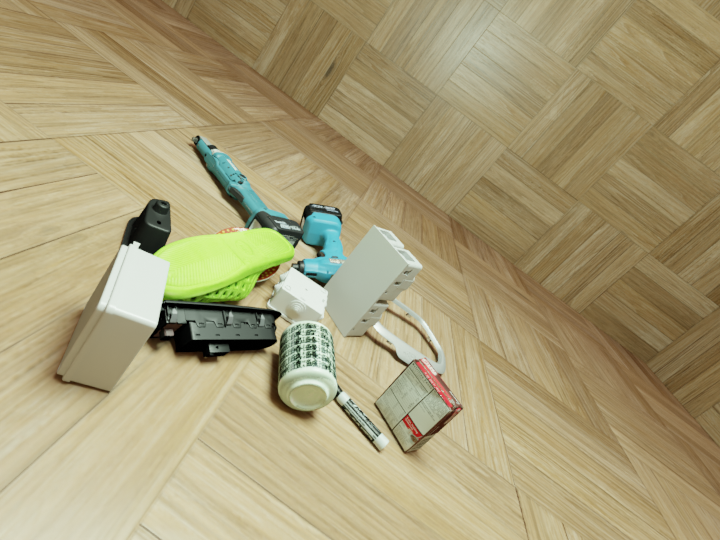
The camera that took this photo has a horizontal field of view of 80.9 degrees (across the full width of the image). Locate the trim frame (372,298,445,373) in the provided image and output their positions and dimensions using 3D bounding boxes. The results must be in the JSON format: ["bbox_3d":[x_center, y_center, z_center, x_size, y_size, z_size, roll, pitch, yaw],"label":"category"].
[{"bbox_3d":[0.092,0.125,0.898,0.239,0.028,0.190,36,23,-22],"label":"trim frame"}]

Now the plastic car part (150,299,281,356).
[{"bbox_3d":[-0.180,0.078,0.560,0.193,0.067,0.070,7,47,-52],"label":"plastic car part"}]

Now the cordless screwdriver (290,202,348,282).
[{"bbox_3d":[-0.093,-0.061,0.950,0.154,0.073,0.260,4,35,-20],"label":"cordless screwdriver"}]

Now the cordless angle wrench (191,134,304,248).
[{"bbox_3d":[-0.279,-0.190,0.951,0.093,0.074,0.445,9,33,-52],"label":"cordless angle wrench"}]

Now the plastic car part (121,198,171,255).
[{"bbox_3d":[-0.316,-0.072,0.646,0.062,0.071,0.122,24,28,-34],"label":"plastic car part"}]
